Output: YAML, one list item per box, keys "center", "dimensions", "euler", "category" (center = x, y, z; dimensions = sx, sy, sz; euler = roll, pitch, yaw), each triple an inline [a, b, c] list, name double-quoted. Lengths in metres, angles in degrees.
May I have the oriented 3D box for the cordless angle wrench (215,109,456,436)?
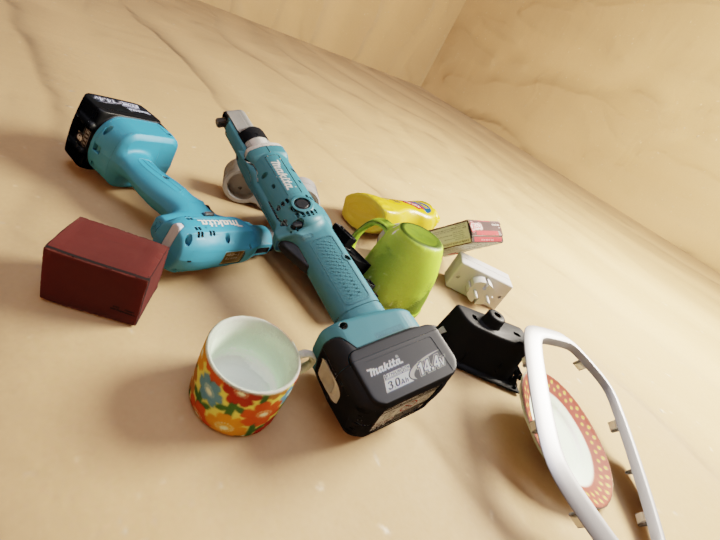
- center: [-0.066, -0.050, 0.448]
  dimensions: [0.095, 0.073, 0.444]
  euler: [-16, 54, -25]
  category: "cordless angle wrench"

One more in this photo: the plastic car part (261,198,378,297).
- center: [-0.050, -0.033, 0.510]
  dimensions: [0.214, 0.067, 0.063]
  euler: [42, 19, 31]
  category: "plastic car part"

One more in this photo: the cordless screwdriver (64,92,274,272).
- center: [-0.211, -0.097, 0.484]
  dimensions: [0.258, 0.074, 0.153]
  euler: [43, 23, 20]
  category: "cordless screwdriver"

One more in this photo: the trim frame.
- center: [0.225, 0.160, 0.415]
  dimensions: [0.180, 0.028, 0.252]
  euler: [35, 36, -13]
  category: "trim frame"

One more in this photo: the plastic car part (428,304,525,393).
- center: [0.143, 0.079, 0.487]
  dimensions: [0.114, 0.071, 0.067]
  euler: [26, 29, -10]
  category: "plastic car part"
